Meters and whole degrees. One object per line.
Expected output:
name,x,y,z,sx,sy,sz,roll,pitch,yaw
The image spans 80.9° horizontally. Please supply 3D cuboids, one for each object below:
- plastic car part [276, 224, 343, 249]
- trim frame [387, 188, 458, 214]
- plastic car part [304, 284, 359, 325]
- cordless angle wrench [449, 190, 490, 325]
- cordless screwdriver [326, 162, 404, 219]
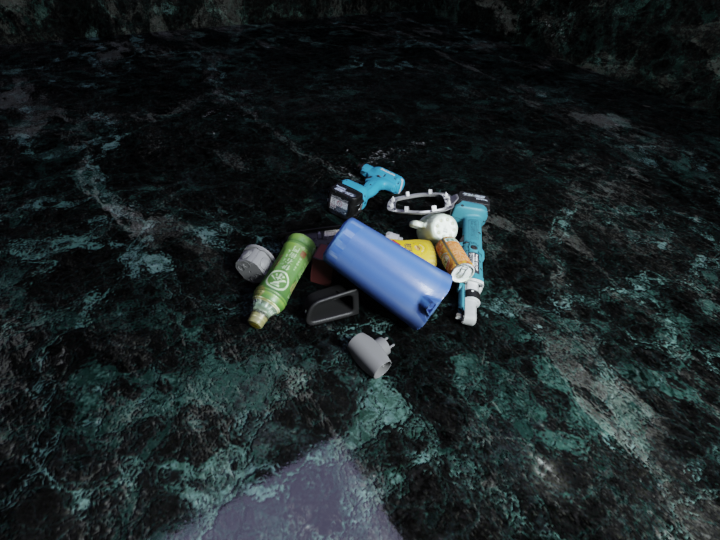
plastic car part,-0.097,-0.064,0.996,0.207,0.064,0.068,-2,68,11
trim frame,0.165,-0.186,1.132,0.188,0.027,0.249,-2,19,10
plastic car part,-0.069,0.064,0.885,0.114,0.064,0.074,-13,31,-15
cordless angle wrench,0.262,-0.038,1.015,0.099,0.072,0.429,11,45,5
cordless screwdriver,-0.003,-0.240,1.205,0.167,0.072,0.243,32,45,26
